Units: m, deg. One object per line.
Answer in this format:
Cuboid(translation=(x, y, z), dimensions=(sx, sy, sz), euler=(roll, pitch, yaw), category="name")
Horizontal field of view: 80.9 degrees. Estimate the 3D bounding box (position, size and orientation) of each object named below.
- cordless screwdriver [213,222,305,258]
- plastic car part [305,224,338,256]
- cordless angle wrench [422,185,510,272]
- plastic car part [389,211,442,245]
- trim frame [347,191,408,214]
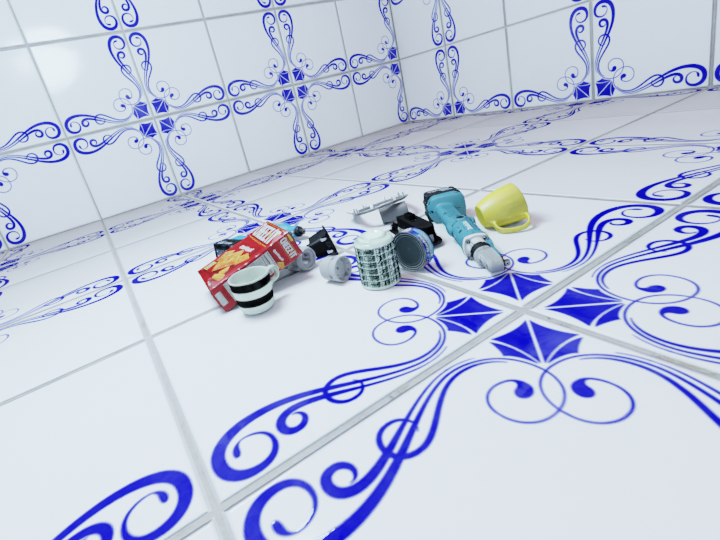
Cuboid(translation=(-0.281, -0.079, 1.199), dimensions=(0.167, 0.072, 0.243), euler=(2, 24, 34), category="cordless screwdriver")
Cuboid(translation=(-0.107, -0.070, 1.099), dimensions=(0.071, 0.064, 0.120), euler=(-30, 20, -2), category="plastic car part")
Cuboid(translation=(0.226, -0.095, 0.939), dimensions=(0.098, 0.072, 0.433), euler=(-13, 25, 3), category="cordless angle wrench")
Cuboid(translation=(0.134, -0.104, 1.027), dimensions=(0.065, 0.065, 0.212), euler=(-11, 24, -14), category="plastic car part")
Cuboid(translation=(0.047, -0.198, 1.266), dimensions=(0.185, 0.027, 0.252), euler=(-21, 12, 1), category="trim frame")
